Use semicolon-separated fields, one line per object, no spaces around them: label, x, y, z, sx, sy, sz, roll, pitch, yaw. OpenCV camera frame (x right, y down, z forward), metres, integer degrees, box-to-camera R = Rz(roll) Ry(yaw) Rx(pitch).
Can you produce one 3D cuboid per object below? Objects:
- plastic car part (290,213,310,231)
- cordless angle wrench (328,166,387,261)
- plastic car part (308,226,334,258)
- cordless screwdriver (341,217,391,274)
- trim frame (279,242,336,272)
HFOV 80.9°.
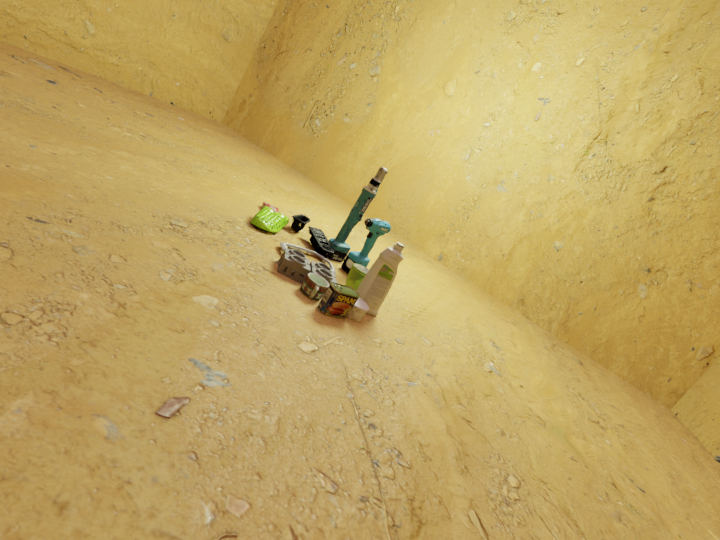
plastic car part;-0.265;-0.200;1.829;0.067;0.071;0.115;32;14;6
cordless angle wrench;-0.014;-0.231;1.717;0.093;0.422;0.079;16;21;-47
plastic car part;-0.168;-0.110;1.723;0.063;0.067;0.213;21;17;-33
cordless screwdriver;0.012;-0.094;1.653;0.078;0.248;0.151;40;17;29
trim frame;-0.189;-0.045;1.542;0.235;0.027;0.195;14;21;-47
